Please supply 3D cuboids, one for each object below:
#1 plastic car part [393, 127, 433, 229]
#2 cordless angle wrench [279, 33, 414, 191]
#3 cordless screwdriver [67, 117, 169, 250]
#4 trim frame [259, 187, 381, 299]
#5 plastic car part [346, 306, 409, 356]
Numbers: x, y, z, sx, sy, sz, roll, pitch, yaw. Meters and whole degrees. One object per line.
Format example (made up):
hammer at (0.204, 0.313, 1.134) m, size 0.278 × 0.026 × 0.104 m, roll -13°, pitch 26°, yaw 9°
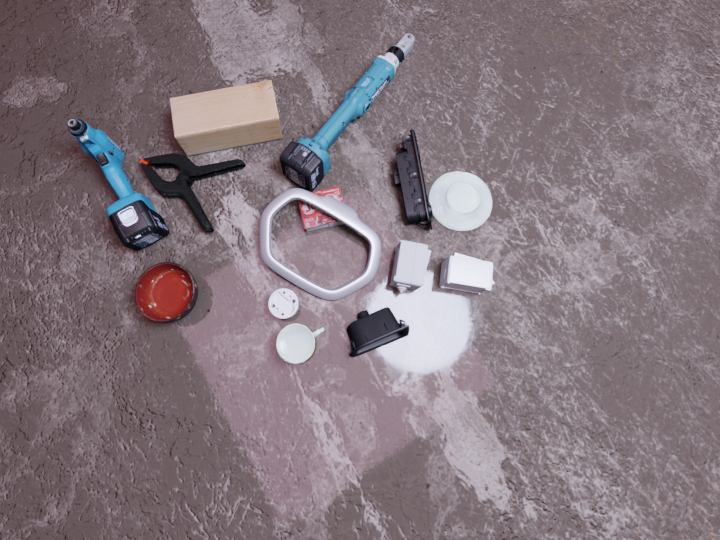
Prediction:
plastic car part at (0.104, -0.177, 0.848) m, size 0.068 × 0.064 × 0.207 m, roll -14°, pitch 77°, yaw 5°
cordless angle wrench at (-0.008, -0.350, 0.881) m, size 0.076 × 0.096 × 0.422 m, roll 34°, pitch 76°, yaw 8°
cordless screwdriver at (-0.467, -0.165, 0.807) m, size 0.074 × 0.157 × 0.253 m, roll -30°, pitch 81°, yaw -9°
trim frame at (-0.080, -0.052, 0.818) m, size 0.249 × 0.027 × 0.184 m, roll 30°, pitch 91°, yaw 2°
plastic car part at (0.024, 0.106, 0.785) m, size 0.116 × 0.063 × 0.074 m, roll -20°, pitch 64°, yaw -2°
